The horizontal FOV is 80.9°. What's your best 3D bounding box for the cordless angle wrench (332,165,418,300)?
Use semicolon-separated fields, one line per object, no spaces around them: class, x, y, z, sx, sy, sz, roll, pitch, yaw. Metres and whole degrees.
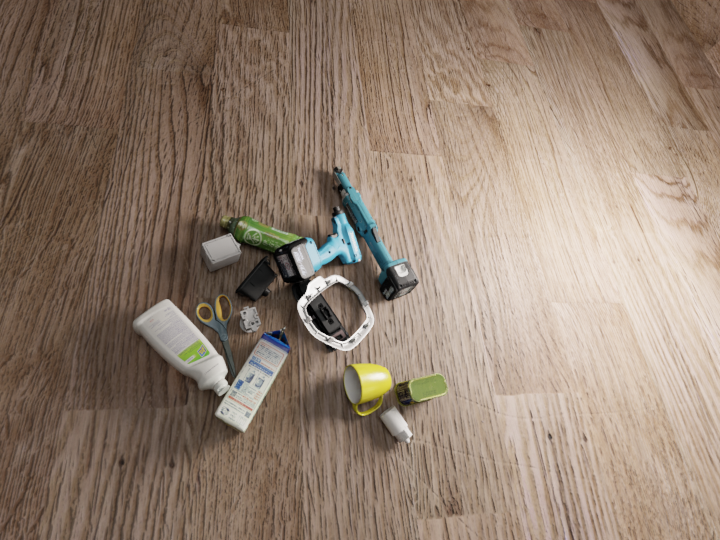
cordless angle wrench;0.018;-0.122;1.180;0.072;0.097;0.438;-18;66;-22

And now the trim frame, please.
trim frame;-0.055;0.093;1.029;0.187;0.028;0.243;44;36;8

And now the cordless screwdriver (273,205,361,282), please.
cordless screwdriver;-0.105;-0.069;1.072;0.240;0.077;0.158;-22;95;-45

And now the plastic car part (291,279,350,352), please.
plastic car part;-0.103;0.100;1.057;0.065;0.066;0.209;-31;72;-18

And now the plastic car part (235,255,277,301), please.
plastic car part;-0.254;0.031;1.061;0.069;0.067;0.116;38;65;-12
